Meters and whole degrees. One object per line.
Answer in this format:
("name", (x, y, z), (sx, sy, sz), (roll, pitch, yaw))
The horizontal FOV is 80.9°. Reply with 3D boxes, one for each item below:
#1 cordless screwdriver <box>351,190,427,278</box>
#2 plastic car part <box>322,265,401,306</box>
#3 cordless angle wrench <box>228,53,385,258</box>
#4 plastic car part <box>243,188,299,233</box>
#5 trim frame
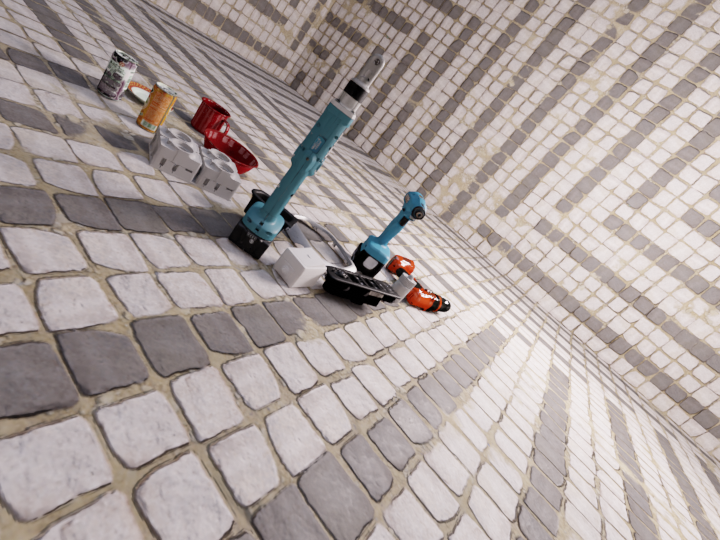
("cordless screwdriver", (0.076, -0.087, 1.078), (0.073, 0.250, 0.161), (36, 20, -12))
("plastic car part", (-0.008, 0.038, 0.922), (0.192, 0.067, 0.070), (23, 25, -38))
("cordless angle wrench", (-0.095, -0.205, 0.771), (0.073, 0.424, 0.099), (36, 20, -12))
("plastic car part", (-0.203, -0.117, 0.918), (0.116, 0.071, 0.066), (38, 19, -2))
("trim frame", (-0.103, -0.067, 1.052), (0.174, 0.027, 0.262), (20, 26, -43))
